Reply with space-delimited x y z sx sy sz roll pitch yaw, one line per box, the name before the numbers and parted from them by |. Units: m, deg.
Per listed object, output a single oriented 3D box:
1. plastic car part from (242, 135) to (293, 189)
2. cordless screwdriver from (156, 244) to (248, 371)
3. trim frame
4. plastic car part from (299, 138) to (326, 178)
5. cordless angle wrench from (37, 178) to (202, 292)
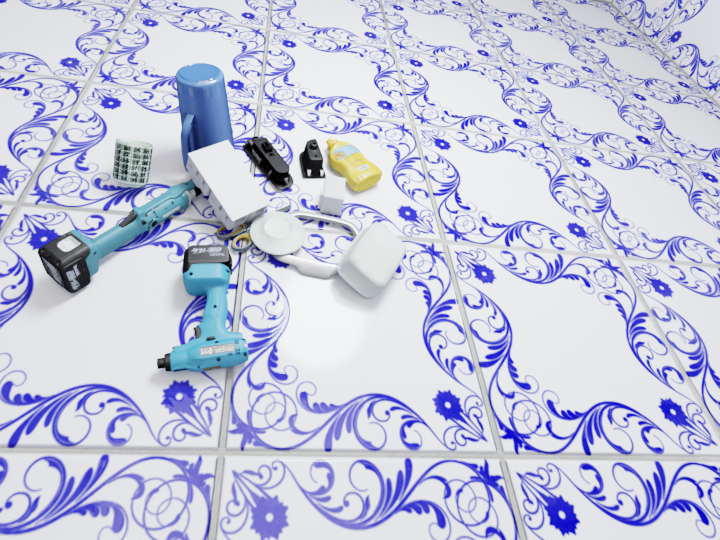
plastic car part | -0.241 -0.299 1.130 0.064 0.066 0.211 -19 61 -34
cordless screwdriver | -0.312 0.072 0.818 0.155 0.073 0.258 -7 58 -17
trim frame | -0.097 -0.064 0.996 0.246 0.027 0.189 11 50 -6
plastic car part | -0.131 -0.315 1.156 0.064 0.070 0.121 -3 57 -18
cordless angle wrench | -0.473 -0.117 0.927 0.076 0.096 0.419 32 49 10
